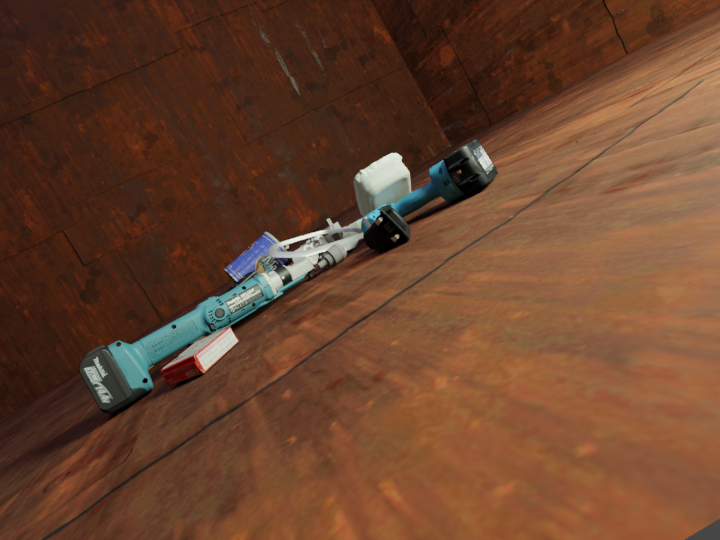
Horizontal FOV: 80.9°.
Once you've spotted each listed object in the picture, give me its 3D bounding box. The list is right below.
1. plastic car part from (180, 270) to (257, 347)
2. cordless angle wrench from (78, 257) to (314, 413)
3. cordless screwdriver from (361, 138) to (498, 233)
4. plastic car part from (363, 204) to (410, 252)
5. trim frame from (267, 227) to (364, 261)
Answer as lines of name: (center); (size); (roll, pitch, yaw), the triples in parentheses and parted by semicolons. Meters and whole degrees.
plastic car part: (-0.271, 0.083, 0.812); (0.200, 0.065, 0.069); (-41, 19, -31)
cordless angle wrench: (-0.249, 0.079, 0.728); (0.413, 0.098, 0.076); (-32, 3, -30)
cordless screwdriver: (0.125, -0.146, 0.794); (0.255, 0.074, 0.156); (-29, 7, 34)
plastic car part: (0.037, -0.063, 0.693); (0.071, 0.066, 0.116); (-43, 2, 13)
trim frame: (-0.091, -0.060, 0.933); (0.240, 0.027, 0.194); (-19, 18, -38)
